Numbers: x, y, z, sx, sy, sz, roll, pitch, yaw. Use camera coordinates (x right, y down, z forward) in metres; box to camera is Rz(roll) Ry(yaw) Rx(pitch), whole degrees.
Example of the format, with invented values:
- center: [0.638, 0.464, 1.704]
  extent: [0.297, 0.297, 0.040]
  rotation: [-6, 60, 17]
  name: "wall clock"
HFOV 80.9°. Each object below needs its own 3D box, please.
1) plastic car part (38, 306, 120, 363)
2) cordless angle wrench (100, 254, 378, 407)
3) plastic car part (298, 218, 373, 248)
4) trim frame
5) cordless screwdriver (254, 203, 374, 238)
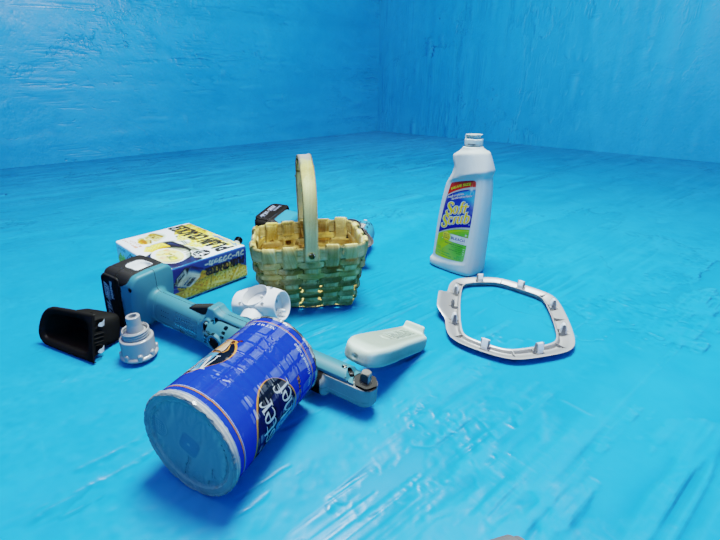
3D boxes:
- center: [-0.386, 0.078, 0.596]
  extent: [0.122, 0.065, 0.068]
  rotation: [8, 8, 26]
  name: "plastic car part"
- center: [-0.173, 0.080, 0.549]
  extent: [0.443, 0.096, 0.072]
  rotation: [16, 27, 27]
  name: "cordless angle wrench"
- center: [-0.077, -0.051, 0.792]
  extent: [0.201, 0.064, 0.069]
  rotation: [-15, 43, -8]
  name: "plastic car part"
- center: [0.211, 0.059, 0.638]
  extent: [0.189, 0.027, 0.248]
  rotation: [4, 26, 15]
  name: "trim frame"
- center: [-0.106, -0.067, 0.890]
  extent: [0.256, 0.072, 0.159]
  rotation: [10, 35, 16]
  name: "cordless screwdriver"
